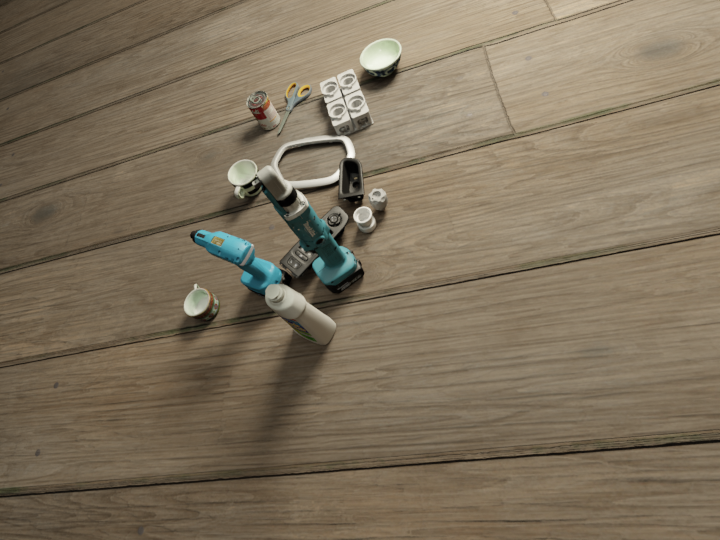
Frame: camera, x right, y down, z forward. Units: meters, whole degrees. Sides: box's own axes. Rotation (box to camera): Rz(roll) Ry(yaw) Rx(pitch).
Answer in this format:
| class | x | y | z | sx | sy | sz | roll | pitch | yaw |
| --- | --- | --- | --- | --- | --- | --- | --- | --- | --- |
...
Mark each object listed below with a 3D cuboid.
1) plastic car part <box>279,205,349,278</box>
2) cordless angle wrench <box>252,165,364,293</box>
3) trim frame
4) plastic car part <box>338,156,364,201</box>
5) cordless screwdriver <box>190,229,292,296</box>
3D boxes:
| class | x | y | z | sx | sy | sz | roll | pitch | yaw |
| --- | --- | --- | --- | --- | --- | --- | --- | --- | --- |
| plastic car part | -0.100 | -0.065 | 1.021 | 0.070 | 0.064 | 0.202 | 35 | 81 | 29 |
| cordless angle wrench | -0.093 | -0.072 | 0.823 | 0.098 | 0.403 | 0.078 | -36 | 61 | -1 |
| trim frame | -0.135 | -0.306 | 1.173 | 0.256 | 0.026 | 0.188 | -4 | 64 | 19 |
| plastic car part | -0.017 | -0.220 | 1.063 | 0.067 | 0.067 | 0.119 | -8 | 63 | 15 |
| cordless screwdriver | -0.267 | -0.016 | 0.957 | 0.166 | 0.237 | 0.074 | 19 | 73 | 25 |
